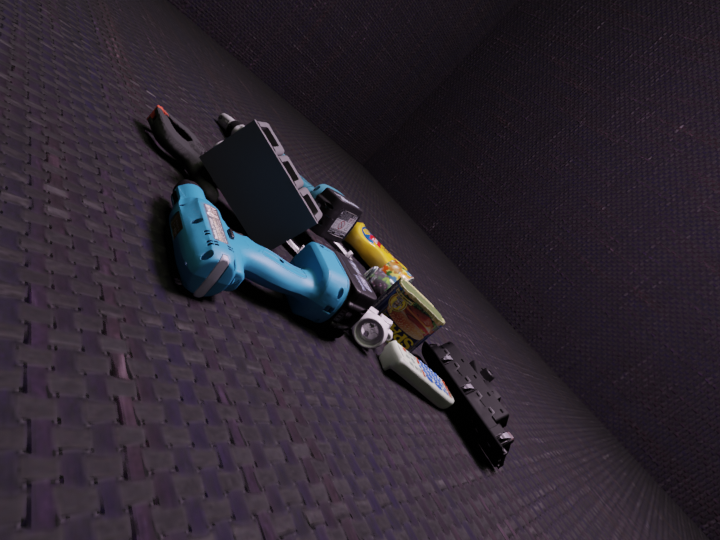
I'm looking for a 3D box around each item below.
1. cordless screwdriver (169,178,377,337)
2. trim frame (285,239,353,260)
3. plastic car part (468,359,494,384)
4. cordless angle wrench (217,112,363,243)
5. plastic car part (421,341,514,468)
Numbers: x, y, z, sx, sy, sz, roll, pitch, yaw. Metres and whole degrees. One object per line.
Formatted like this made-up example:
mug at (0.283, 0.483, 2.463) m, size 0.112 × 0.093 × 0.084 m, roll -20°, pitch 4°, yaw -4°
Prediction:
cordless screwdriver at (-0.102, -0.016, 0.486) m, size 0.235 × 0.075 × 0.168 m, roll 25°, pitch 24°, yaw -43°
trim frame at (-0.074, -0.048, 0.756) m, size 0.190 × 0.028 × 0.239 m, roll 49°, pitch 13°, yaw 15°
plastic car part at (0.193, 0.191, 0.715) m, size 0.067 × 0.071 × 0.115 m, roll 45°, pitch 11°, yaw 4°
cordless angle wrench at (-0.169, -0.209, 0.826) m, size 0.445 × 0.074 × 0.093 m, roll 43°, pitch 14°, yaw 31°
plastic car part at (0.162, 0.181, 0.640) m, size 0.214 × 0.066 × 0.063 m, roll 51°, pitch -12°, yaw 43°
